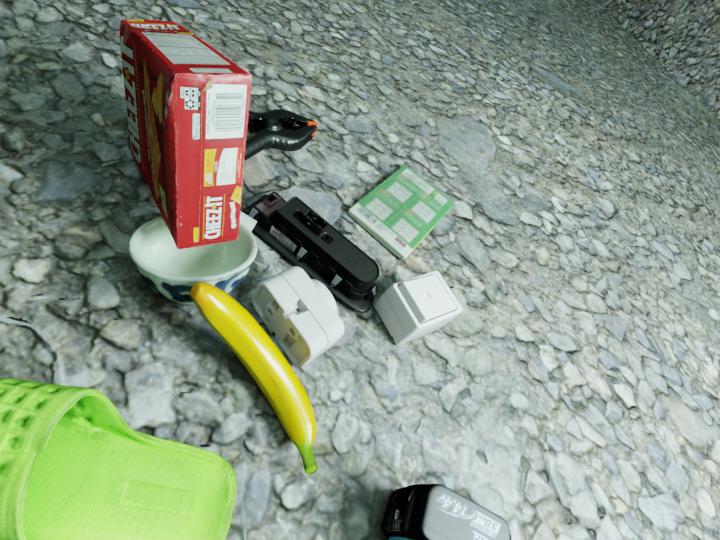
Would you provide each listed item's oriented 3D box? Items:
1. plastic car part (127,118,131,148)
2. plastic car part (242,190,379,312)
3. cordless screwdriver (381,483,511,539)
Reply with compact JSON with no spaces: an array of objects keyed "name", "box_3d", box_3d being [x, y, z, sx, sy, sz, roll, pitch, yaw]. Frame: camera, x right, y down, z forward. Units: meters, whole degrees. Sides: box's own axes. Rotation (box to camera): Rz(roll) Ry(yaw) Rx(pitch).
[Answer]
[{"name":"plastic car part","box_3d":[-0.257,-0.208,0.570,0.112,0.065,0.074,-13,49,-37]},{"name":"plastic car part","box_3d":[-0.052,-0.034,0.530,0.205,0.067,0.065,42,41,5]},{"name":"cordless screwdriver","box_3d":[0.058,0.310,0.311,0.159,0.074,0.249,32,52,-1]}]
